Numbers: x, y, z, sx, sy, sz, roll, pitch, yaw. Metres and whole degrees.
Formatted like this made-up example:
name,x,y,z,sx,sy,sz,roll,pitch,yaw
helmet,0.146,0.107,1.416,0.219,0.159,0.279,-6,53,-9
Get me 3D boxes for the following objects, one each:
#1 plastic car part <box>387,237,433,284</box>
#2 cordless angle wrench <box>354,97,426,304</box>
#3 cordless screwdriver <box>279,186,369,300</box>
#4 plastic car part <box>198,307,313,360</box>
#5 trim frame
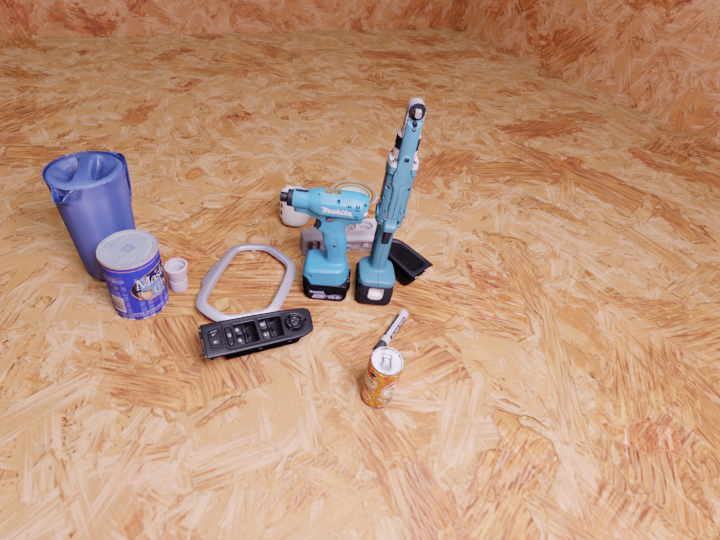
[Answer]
name,x,y,z,sx,sy,sz,roll,pitch,yaw
plastic car part,0.088,-0.014,0.932,0.064,0.069,0.123,-26,52,-33
cordless angle wrench,0.055,-0.107,0.774,0.074,0.413,0.101,7,42,-6
cordless screwdriver,-0.081,-0.053,0.824,0.159,0.243,0.076,9,42,-2
plastic car part,-0.180,0.118,0.754,0.197,0.065,0.070,-13,46,-21
trim frame,-0.236,0.022,0.883,0.186,0.027,0.252,11,42,4
